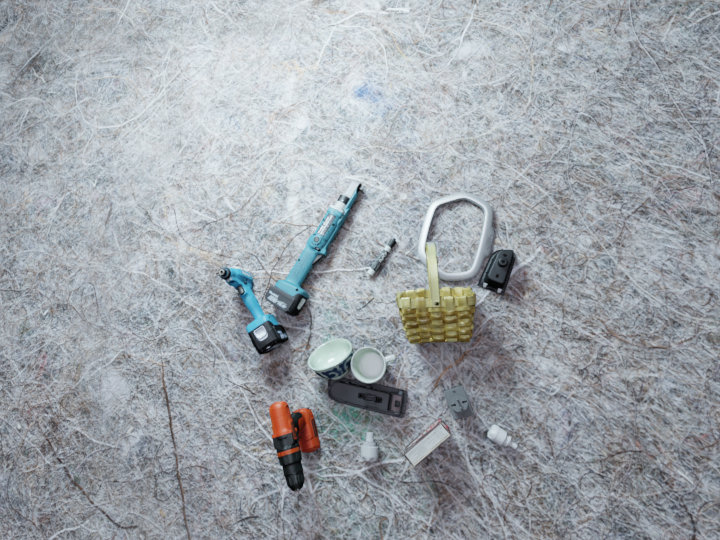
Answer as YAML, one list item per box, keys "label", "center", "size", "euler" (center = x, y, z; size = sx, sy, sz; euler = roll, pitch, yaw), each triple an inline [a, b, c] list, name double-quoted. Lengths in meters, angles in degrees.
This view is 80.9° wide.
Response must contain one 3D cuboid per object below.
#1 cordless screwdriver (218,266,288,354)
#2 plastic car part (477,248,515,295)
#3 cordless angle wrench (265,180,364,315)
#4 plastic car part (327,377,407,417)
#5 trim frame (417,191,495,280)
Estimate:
- label: "cordless screwdriver"
  center: [-0.297, 0.099, 1.139]
  size: [0.074, 0.154, 0.257]
  euler: [-34, 72, 2]
- label: "plastic car part"
  center: [0.344, -0.007, 1.041]
  size: [0.068, 0.068, 0.117]
  euler: [22, 84, 16]
- label: "cordless angle wrench"
  center: [-0.116, -0.076, 1.188]
  size: [0.102, 0.071, 0.423]
  euler: [28, 81, 19]
- label: "plastic car part"
  center: [0.009, 0.313, 1.047]
  size: [0.210, 0.064, 0.066]
  euler: [8, 85, 19]
- label: "trim frame"
  center: [0.254, -0.091, 1.113]
  size: [0.190, 0.026, 0.250]
  euler: [12, 76, 19]
